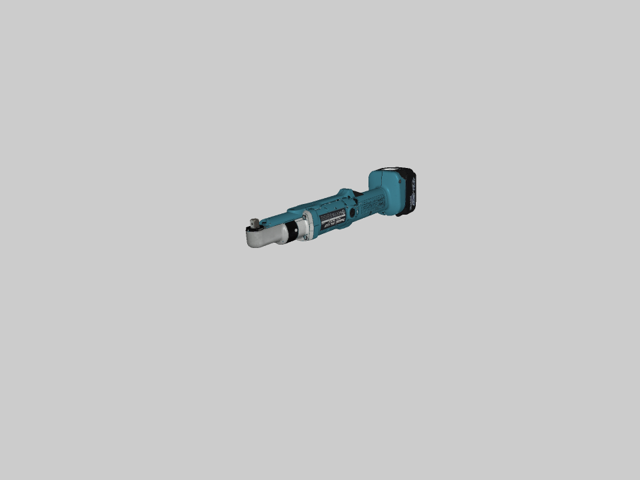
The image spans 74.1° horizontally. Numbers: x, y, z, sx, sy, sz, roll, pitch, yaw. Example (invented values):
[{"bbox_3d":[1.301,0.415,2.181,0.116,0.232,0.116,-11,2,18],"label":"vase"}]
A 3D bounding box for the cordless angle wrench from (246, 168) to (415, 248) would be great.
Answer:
[{"bbox_3d":[0.036,-0.053,0.741,0.074,0.098,0.421,11,22,39],"label":"cordless angle wrench"}]
